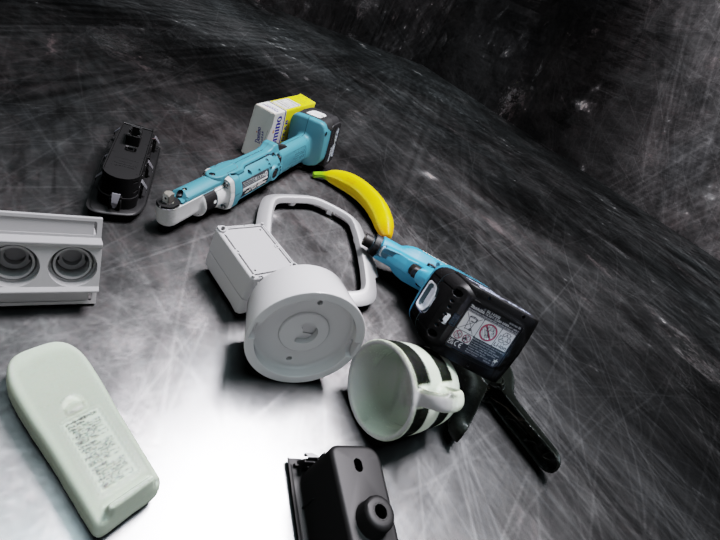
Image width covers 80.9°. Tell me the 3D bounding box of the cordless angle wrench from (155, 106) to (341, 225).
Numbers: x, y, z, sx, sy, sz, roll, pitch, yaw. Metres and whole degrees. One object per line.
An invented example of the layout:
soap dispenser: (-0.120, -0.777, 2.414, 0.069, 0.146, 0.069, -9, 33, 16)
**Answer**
cordless angle wrench: (-0.152, -0.161, 0.646, 0.076, 0.096, 0.419, 25, 36, 9)

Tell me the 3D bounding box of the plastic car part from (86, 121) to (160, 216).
plastic car part: (-0.291, -0.138, 0.535, 0.063, 0.067, 0.212, 18, 35, -30)

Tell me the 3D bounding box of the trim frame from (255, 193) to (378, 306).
trim frame: (-0.057, -0.038, 0.587, 0.179, 0.027, 0.258, 14, 33, -18)

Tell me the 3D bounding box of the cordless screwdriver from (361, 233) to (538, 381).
cordless screwdriver: (0.081, 0.017, 0.498, 0.157, 0.074, 0.252, 28, 10, -9)

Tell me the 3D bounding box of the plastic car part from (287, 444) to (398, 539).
plastic car part: (-0.004, 0.170, 0.286, 0.063, 0.070, 0.122, 11, 33, -24)
